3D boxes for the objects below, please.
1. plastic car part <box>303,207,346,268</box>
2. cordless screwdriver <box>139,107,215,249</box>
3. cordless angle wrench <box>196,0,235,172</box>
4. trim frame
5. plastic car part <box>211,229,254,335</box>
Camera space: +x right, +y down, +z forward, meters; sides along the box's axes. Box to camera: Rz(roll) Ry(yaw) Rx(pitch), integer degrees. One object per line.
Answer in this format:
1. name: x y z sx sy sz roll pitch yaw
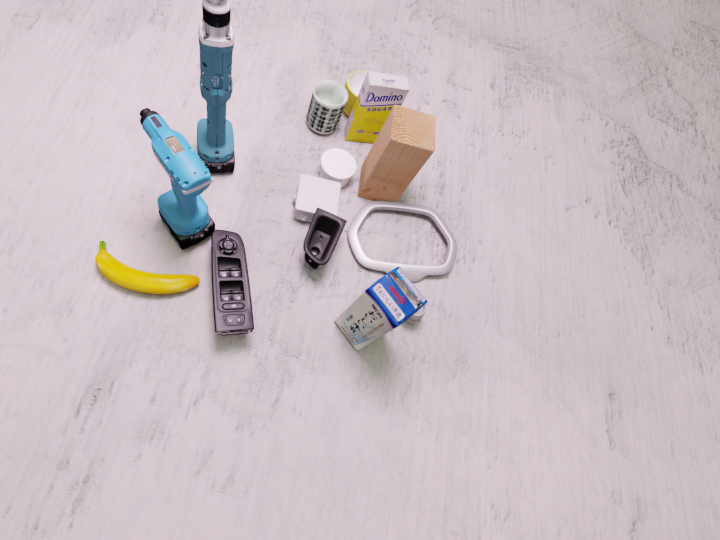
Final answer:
1. plastic car part: -0.082 -0.054 0.841 0.065 0.071 0.117 23 62 -6
2. cordless screwdriver: -0.317 -0.149 0.727 0.073 0.249 0.162 -32 80 -27
3. cordless angle wrench: -0.248 -0.319 0.727 0.072 0.423 0.100 -3 70 -20
4. trim frame: 0.092 -0.066 0.914 0.243 0.027 0.189 4 64 -12
5. plastic car part: -0.237 0.021 0.769 0.065 0.067 0.209 -4 67 -18
